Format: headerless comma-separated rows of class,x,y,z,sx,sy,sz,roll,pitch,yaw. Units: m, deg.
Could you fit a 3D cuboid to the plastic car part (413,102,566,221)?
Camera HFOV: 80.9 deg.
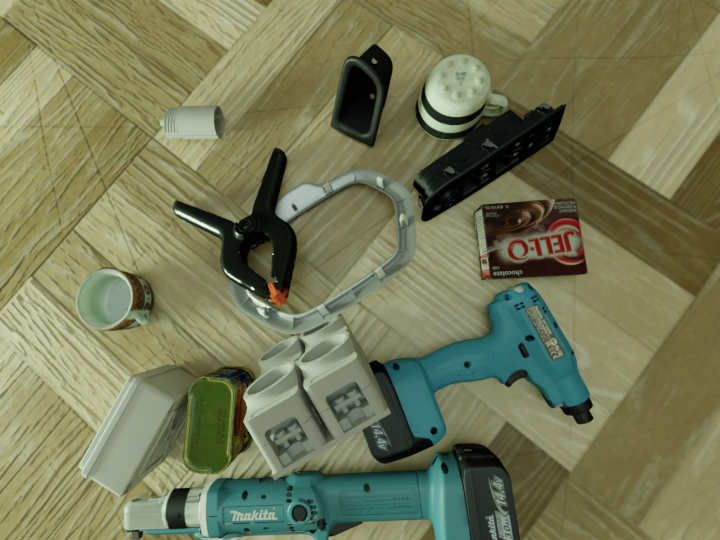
plastic car part,0.145,-0.138,0.516,0.203,0.064,0.069,-38,72,-2

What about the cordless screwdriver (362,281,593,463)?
cordless screwdriver,0.119,0.134,0.466,0.248,0.073,0.162,-26,80,-4

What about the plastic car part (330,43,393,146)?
plastic car part,0.011,-0.225,0.526,0.067,0.115,0.071,29,60,5

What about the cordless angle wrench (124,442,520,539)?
cordless angle wrench,-0.060,0.257,0.464,0.427,0.073,0.099,-6,81,7

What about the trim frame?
trim frame,-0.050,-0.032,0.508,0.249,0.026,0.193,-34,56,1
